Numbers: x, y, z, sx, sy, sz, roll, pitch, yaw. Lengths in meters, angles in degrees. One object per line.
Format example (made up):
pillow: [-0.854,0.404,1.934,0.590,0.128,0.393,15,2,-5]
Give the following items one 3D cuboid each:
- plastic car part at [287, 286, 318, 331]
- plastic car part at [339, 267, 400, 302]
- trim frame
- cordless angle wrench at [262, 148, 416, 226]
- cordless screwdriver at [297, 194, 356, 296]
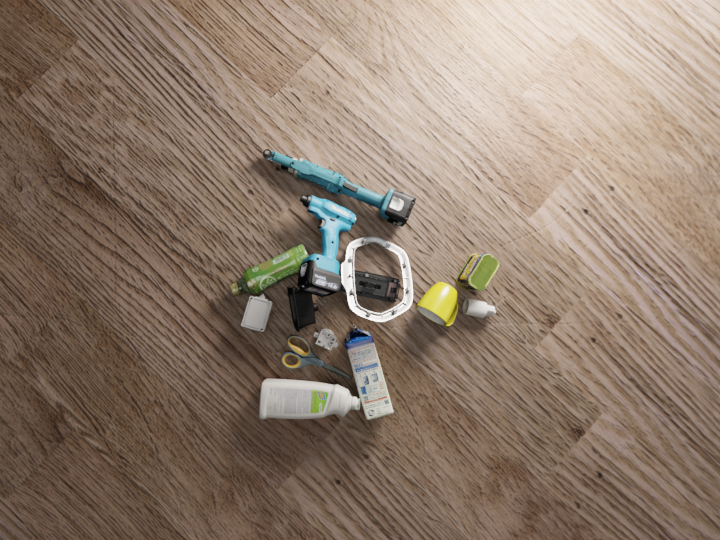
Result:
plastic car part: [-0.149,0.096,1.122,0.069,0.067,0.116,-13,92,-18]
plastic car part: [0.005,0.038,1.126,0.204,0.067,0.066,12,95,2]
trim frame: [0.041,0.014,1.090,0.183,0.027,0.255,1,60,-3]
cordless angle wrench: [-0.067,-0.234,1.130,0.427,0.097,0.074,23,87,4]
cordless screwdriver: [-0.105,-0.068,1.070,0.153,0.076,0.252,23,63,-24]
